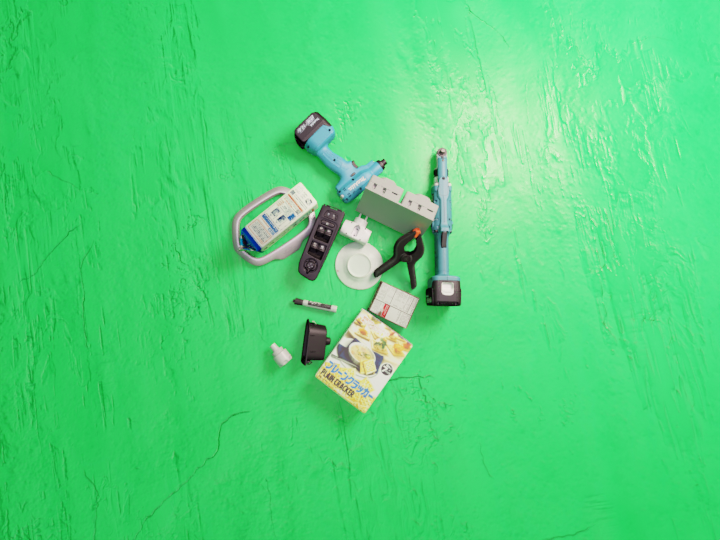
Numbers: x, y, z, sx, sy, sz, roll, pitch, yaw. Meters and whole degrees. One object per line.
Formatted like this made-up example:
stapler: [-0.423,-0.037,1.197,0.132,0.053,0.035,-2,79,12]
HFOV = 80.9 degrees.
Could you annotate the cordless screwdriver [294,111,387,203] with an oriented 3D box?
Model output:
cordless screwdriver: [-0.056,-0.323,1.152,0.159,0.074,0.249,-40,89,-2]

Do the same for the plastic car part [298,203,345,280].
plastic car part: [-0.111,-0.072,1.132,0.066,0.067,0.203,22,83,-6]

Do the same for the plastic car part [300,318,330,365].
plastic car part: [-0.116,0.192,1.120,0.069,0.067,0.117,12,83,-14]

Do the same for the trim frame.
trim frame: [-0.241,-0.121,1.166,0.248,0.027,0.186,-34,83,-2]

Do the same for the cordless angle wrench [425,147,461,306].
cordless angle wrench: [0.215,-0.119,1.118,0.074,0.097,0.427,1,81,-1]
